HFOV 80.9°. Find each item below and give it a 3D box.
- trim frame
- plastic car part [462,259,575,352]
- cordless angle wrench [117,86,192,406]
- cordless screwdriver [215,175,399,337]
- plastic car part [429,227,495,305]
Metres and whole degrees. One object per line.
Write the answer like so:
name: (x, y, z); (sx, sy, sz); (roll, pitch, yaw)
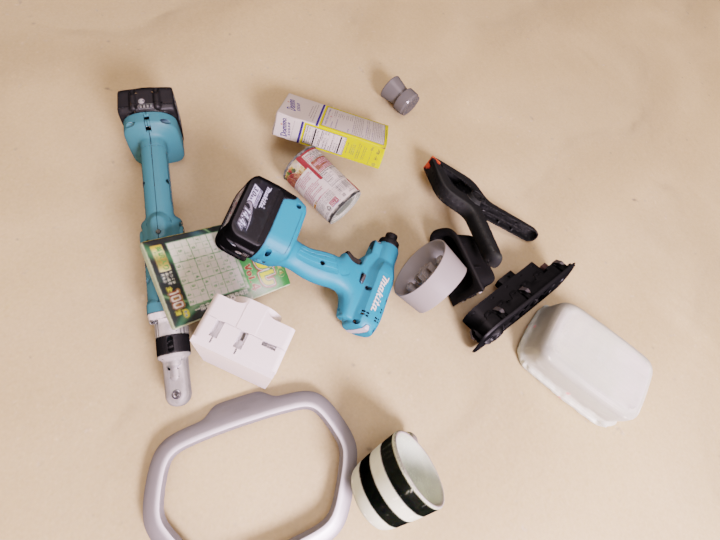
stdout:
trim frame: (-0.120, 0.239, 0.489); (0.244, 0.027, 0.189); (-16, 71, -15)
plastic car part: (0.224, 0.041, 0.620); (0.200, 0.065, 0.069); (-36, 70, -23)
cordless angle wrench: (-0.258, -0.044, 0.554); (0.073, 0.097, 0.433); (-9, 72, -14)
cordless screwdriver: (-0.055, -0.036, 0.566); (0.240, 0.076, 0.160); (33, 62, -18)
plastic car part: (0.161, -0.014, 0.638); (0.068, 0.066, 0.120); (-1, 63, -30)
